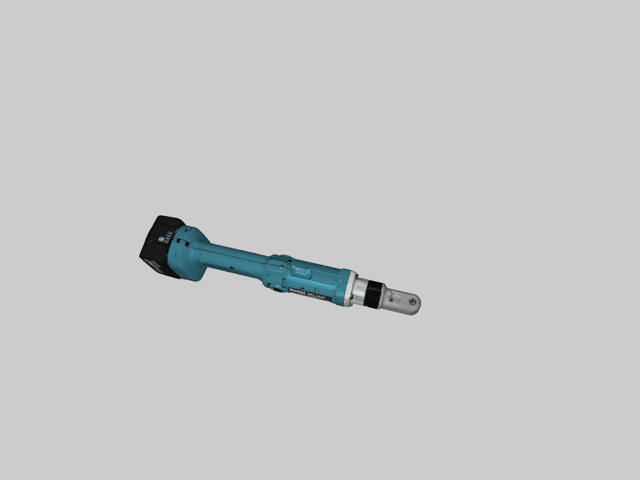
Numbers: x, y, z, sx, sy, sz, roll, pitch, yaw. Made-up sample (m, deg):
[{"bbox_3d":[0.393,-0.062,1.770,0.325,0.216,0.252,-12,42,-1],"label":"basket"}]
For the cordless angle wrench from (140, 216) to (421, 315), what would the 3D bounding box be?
[{"bbox_3d":[-0.059,0.051,0.646,0.423,0.074,0.098,12,-23,9],"label":"cordless angle wrench"}]
